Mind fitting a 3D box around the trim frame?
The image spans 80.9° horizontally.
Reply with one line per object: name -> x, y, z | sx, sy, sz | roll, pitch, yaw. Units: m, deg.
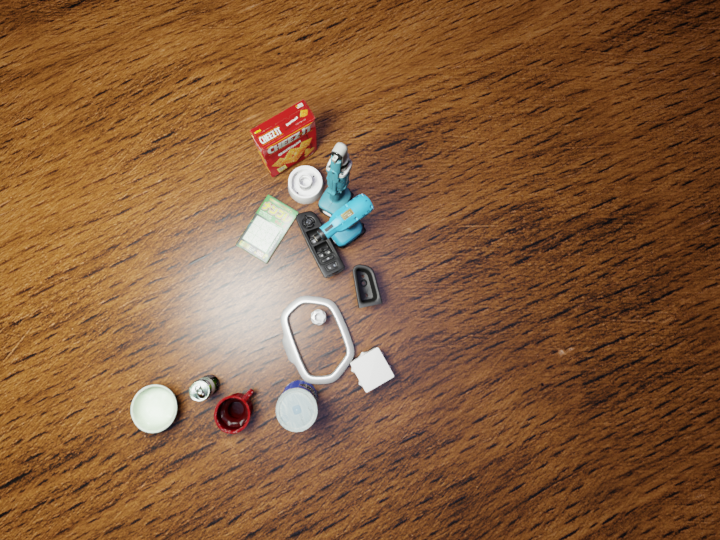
trim frame -> -0.124, 0.189, 1.172 | 0.183, 0.027, 0.252 | -23, 81, -3

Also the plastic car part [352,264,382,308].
plastic car part -> 0.013, 0.042, 1.174 | 0.066, 0.070, 0.118 | -12, 81, -4

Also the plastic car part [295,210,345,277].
plastic car part -> -0.117, -0.077, 1.198 | 0.066, 0.066, 0.206 | -27, 81, -6

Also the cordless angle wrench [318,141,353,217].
cordless angle wrench -> -0.057, -0.221, 1.044 | 0.075, 0.420, 0.098 | 31, 82, -1

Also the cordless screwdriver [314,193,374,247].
cordless screwdriver -> -0.052, -0.111, 1.112 | 0.158, 0.247, 0.075 | -36, 87, -7
